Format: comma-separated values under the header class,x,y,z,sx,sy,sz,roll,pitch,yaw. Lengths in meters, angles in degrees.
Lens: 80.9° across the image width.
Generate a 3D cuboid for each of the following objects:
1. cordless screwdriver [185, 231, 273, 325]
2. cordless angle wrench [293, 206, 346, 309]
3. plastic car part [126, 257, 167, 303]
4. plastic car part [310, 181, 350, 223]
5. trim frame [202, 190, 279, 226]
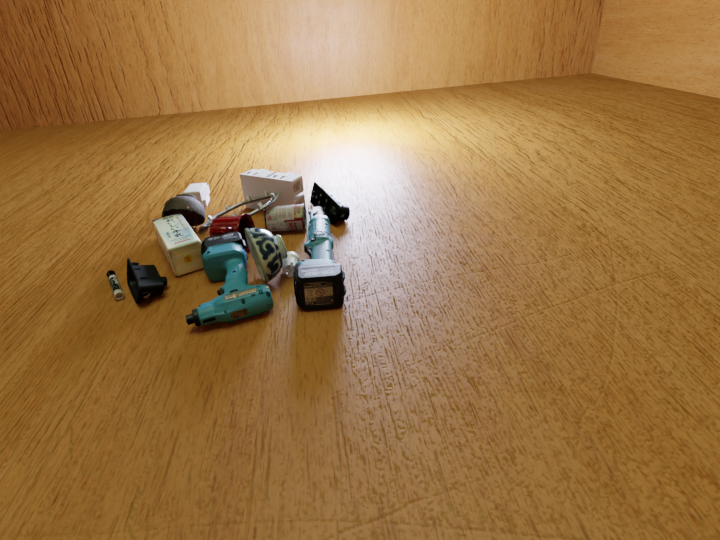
class,x,y,z,sx,sy,sz,roll,pitch,yaw
cordless screwdriver,-0.285,0.018,0.863,0.156,0.072,0.262,-16,36,-18
cordless angle wrench,-0.094,-0.062,0.965,0.098,0.072,0.436,-6,29,-3
plastic car part,-0.451,0.024,0.898,0.068,0.065,0.123,-10,31,-38
plastic car part,-0.083,-0.182,1.173,0.064,0.066,0.213,11,22,-27
trim frame,-0.326,-0.167,1.147,0.260,0.026,0.182,-3,32,37
